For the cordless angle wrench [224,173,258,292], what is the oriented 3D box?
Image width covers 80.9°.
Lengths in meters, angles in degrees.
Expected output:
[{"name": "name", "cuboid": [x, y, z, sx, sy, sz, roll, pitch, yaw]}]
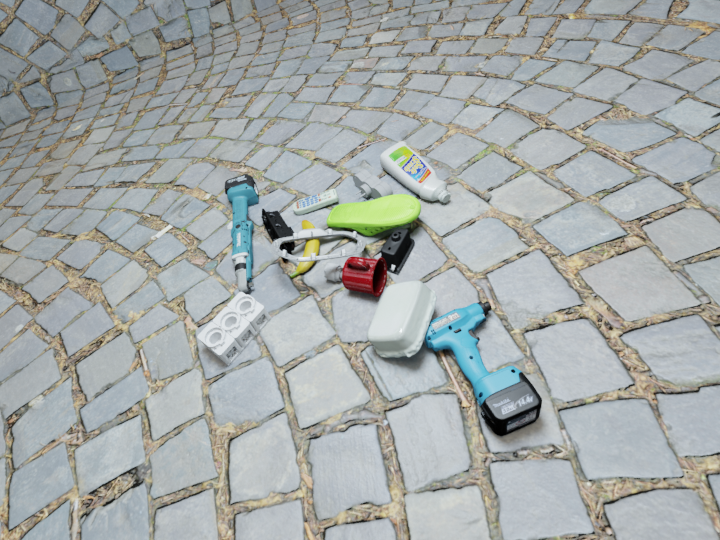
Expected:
[{"name": "cordless angle wrench", "cuboid": [-0.343, -0.112, 1.227, 0.098, 0.071, 0.440, -16, 51, 3]}]

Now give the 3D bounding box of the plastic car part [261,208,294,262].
[{"name": "plastic car part", "cuboid": [-0.230, -0.114, 1.195, 0.066, 0.064, 0.214, -25, 48, -19]}]

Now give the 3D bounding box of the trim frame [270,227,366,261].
[{"name": "trim frame", "cuboid": [-0.104, -0.068, 1.067, 0.244, 0.027, 0.192, -10, 26, -14]}]

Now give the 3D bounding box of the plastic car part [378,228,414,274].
[{"name": "plastic car part", "cuboid": [0.087, -0.060, 1.048, 0.069, 0.068, 0.116, 20, 62, 27]}]

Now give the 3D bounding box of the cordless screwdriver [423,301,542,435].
[{"name": "cordless screwdriver", "cuboid": [0.244, 0.169, 0.810, 0.158, 0.071, 0.262, -27, 45, -7]}]
